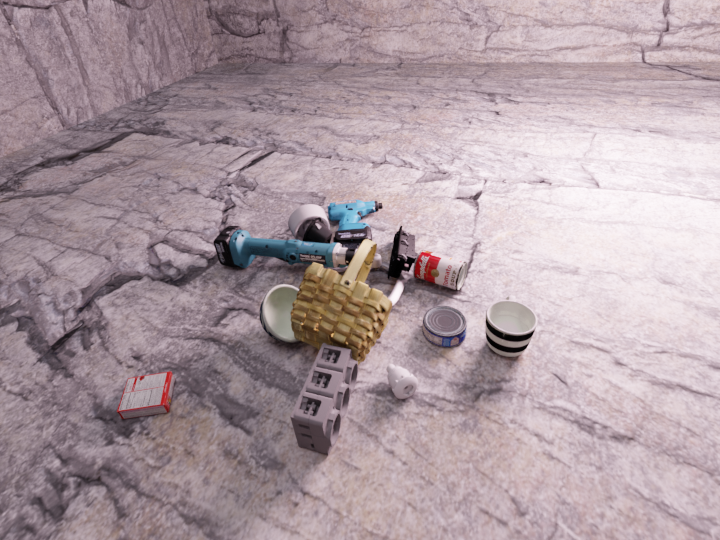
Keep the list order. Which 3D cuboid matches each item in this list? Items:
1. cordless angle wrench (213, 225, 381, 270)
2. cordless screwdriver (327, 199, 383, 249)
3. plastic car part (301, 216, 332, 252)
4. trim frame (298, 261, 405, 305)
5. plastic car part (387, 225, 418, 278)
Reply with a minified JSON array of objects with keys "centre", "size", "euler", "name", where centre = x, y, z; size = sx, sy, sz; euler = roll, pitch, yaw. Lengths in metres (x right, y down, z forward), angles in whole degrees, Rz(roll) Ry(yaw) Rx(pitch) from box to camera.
[{"centre":[-0.157,-0.045,1.037],"size":[0.437,0.094,0.074],"euler":[6,36,20],"name":"cordless angle wrench"},{"centre":[-0.004,-0.121,1.138],"size":[0.159,0.072,0.257],"euler":[-8,35,-1],"name":"cordless screwdriver"},{"centre":[-0.104,-0.068,1.067],"size":[0.073,0.115,0.065],"euler":[38,47,14],"name":"plastic car part"},{"centre":[-0.021,0.038,0.978],"size":[0.249,0.026,0.191],"euler":[-10,39,0],"name":"trim frame"},{"centre":[0.104,-0.049,1.015],"size":[0.067,0.065,0.206],"euler":[10,29,-1],"name":"plastic car part"}]
